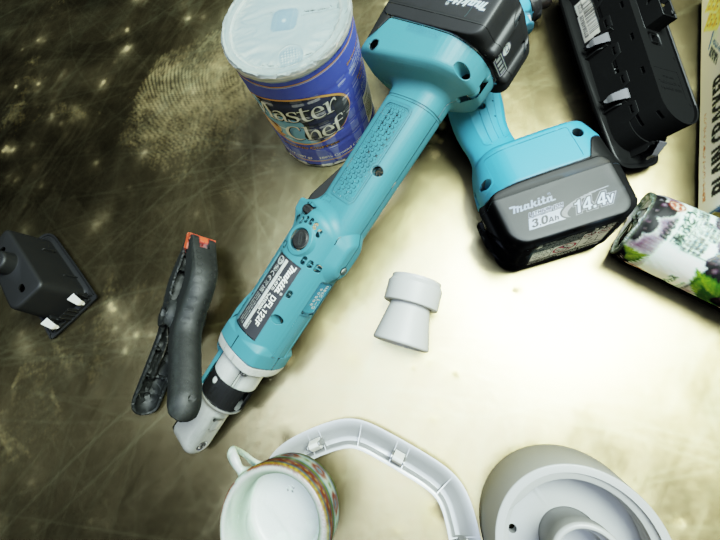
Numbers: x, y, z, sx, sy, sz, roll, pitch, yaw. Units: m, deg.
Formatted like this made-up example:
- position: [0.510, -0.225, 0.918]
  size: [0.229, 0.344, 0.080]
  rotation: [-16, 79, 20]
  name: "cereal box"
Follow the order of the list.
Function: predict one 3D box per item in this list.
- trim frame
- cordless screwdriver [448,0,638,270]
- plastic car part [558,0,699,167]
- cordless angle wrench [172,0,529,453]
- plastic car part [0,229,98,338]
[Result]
- position: [-0.001, 0.240, 0.303]
  size: [0.188, 0.026, 0.253]
  rotation: [-8, 74, 13]
  name: "trim frame"
- position: [0.133, -0.135, 0.358]
  size: [0.160, 0.071, 0.257]
  rotation: [-24, 66, 7]
  name: "cordless screwdriver"
- position: [0.222, -0.181, 0.348]
  size: [0.063, 0.069, 0.206]
  rotation: [5, 75, -29]
  name: "plastic car part"
- position: [-0.033, -0.021, 0.334]
  size: [0.103, 0.070, 0.423]
  rotation: [39, 100, 32]
  name: "cordless angle wrench"
- position: [-0.343, 0.004, 0.439]
  size: [0.066, 0.069, 0.120]
  rotation: [-43, 72, -3]
  name: "plastic car part"
